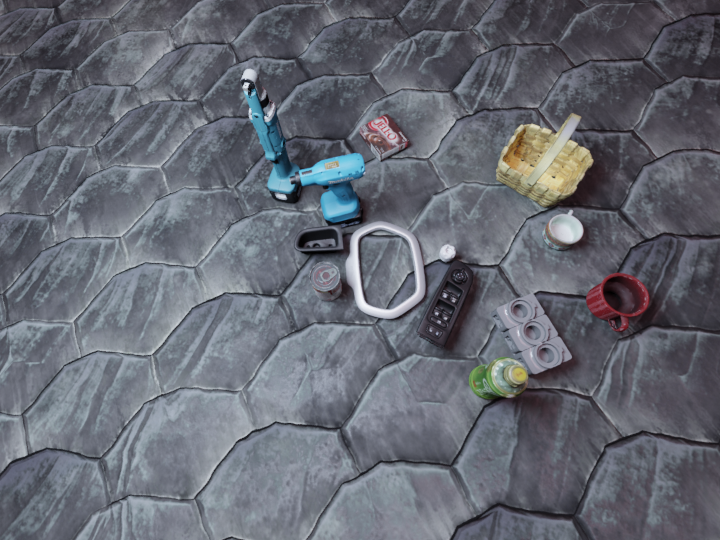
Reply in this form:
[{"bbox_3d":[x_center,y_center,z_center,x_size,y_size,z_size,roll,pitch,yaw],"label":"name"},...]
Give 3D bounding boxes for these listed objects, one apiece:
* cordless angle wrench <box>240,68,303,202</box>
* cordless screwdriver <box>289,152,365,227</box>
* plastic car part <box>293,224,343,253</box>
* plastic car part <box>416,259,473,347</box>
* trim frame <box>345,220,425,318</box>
[{"bbox_3d":[-0.196,-0.287,0.945,0.075,0.412,0.099,12,72,5],"label":"cordless angle wrench"},{"bbox_3d":[-0.070,-0.176,0.980,0.159,0.242,0.076,-12,72,-2],"label":"cordless screwdriver"},{"bbox_3d":[-0.101,-0.066,1.034,0.117,0.069,0.067,-6,70,3],"label":"plastic car part"},{"bbox_3d":[0.194,0.074,0.951,0.068,0.065,0.203,26,74,12],"label":"plastic car part"},{"bbox_3d":[0.057,-0.006,1.017,0.185,0.027,0.254,-7,69,3],"label":"trim frame"}]
